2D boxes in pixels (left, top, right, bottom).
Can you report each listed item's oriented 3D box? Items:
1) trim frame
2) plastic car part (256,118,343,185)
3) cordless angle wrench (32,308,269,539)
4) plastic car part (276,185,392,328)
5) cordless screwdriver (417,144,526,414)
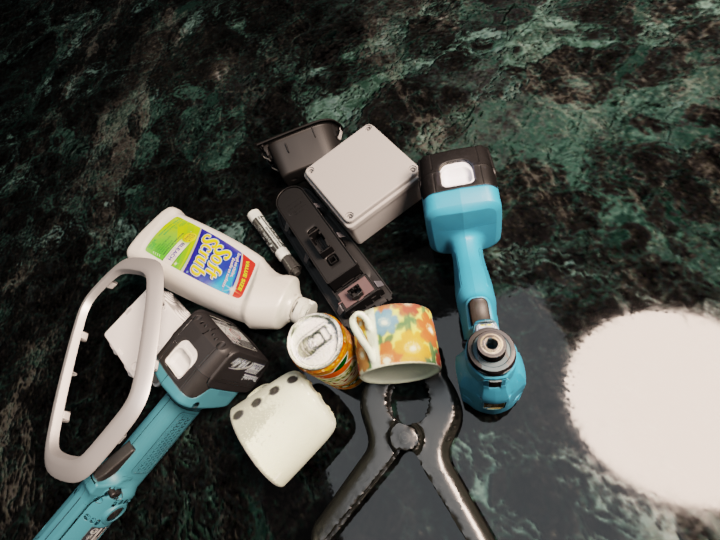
[{"bbox_3d":[-0.279,0.091,0.462,0.188,0.026,0.258,-27,53,20],"label":"trim frame"},{"bbox_3d":[-0.072,-0.154,0.578,0.117,0.064,0.072,-18,76,6],"label":"plastic car part"},{"bbox_3d":[-0.269,0.232,0.443,0.078,0.093,0.422,37,85,28],"label":"cordless angle wrench"},{"bbox_3d":[-0.050,-0.032,0.507,0.066,0.063,0.213,-39,56,5],"label":"plastic car part"},{"bbox_3d":[0.100,-0.009,0.387,0.076,0.152,0.255,-8,61,12],"label":"cordless screwdriver"}]
